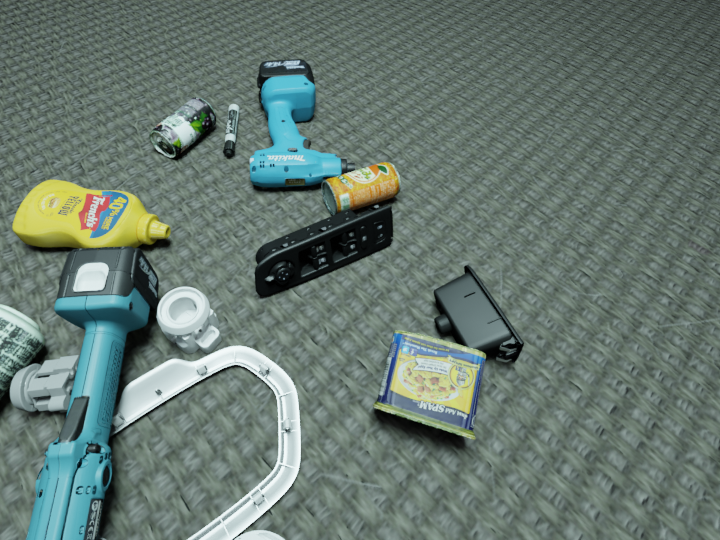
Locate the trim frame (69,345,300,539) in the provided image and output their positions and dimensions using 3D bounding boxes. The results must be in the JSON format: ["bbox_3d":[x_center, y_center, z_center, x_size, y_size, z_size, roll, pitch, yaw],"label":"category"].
[{"bbox_3d":[-0.175,0.179,0.425,0.244,0.027,0.193,-31,61,-19],"label":"trim frame"}]

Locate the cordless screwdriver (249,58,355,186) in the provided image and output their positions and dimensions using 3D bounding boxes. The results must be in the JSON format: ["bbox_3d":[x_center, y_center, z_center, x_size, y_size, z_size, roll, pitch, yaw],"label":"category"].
[{"bbox_3d":[-0.097,-0.240,0.694,0.158,0.072,0.257,-3,59,-5],"label":"cordless screwdriver"}]

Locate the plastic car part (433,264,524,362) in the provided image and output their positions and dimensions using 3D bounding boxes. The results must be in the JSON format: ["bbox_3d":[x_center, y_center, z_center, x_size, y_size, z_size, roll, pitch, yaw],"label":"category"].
[{"bbox_3d":[0.127,0.059,0.503,0.071,0.063,0.122,-26,56,-4],"label":"plastic car part"}]

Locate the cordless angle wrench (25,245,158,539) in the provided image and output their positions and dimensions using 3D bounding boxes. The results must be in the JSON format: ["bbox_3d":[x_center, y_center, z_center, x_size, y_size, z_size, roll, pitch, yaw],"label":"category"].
[{"bbox_3d":[-0.248,0.178,0.367,0.074,0.096,0.437,-4,59,-7],"label":"cordless angle wrench"}]

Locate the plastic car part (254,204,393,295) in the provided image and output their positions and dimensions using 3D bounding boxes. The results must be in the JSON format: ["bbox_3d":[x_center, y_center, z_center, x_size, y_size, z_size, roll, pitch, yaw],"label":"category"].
[{"bbox_3d":[-0.054,-0.036,0.557,0.199,0.064,0.071,-28,52,-20],"label":"plastic car part"}]
